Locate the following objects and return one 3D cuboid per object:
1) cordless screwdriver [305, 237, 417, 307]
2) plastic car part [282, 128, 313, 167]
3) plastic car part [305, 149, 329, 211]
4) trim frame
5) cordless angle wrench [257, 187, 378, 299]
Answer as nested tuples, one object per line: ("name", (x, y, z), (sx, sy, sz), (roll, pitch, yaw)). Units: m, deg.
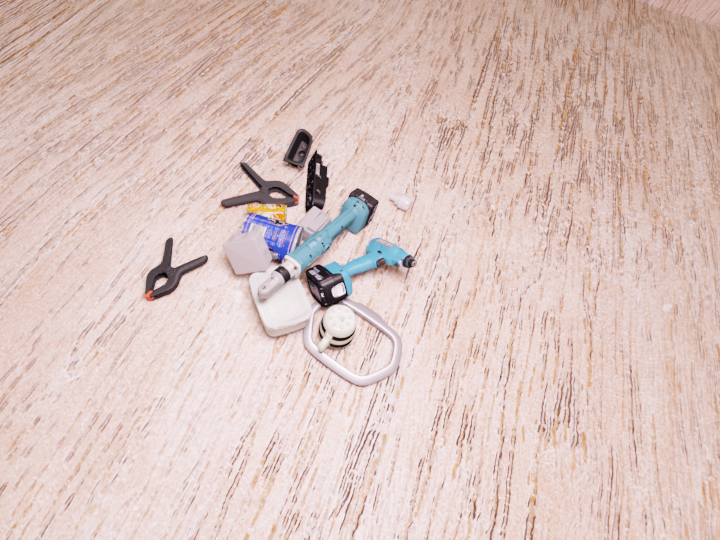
("cordless screwdriver", (0.002, 0.002, 1.024), (0.244, 0.072, 0.168), (-28, 31, -23))
("plastic car part", (-0.180, -0.355, 1.265), (0.066, 0.070, 0.117), (19, 74, 2))
("plastic car part", (-0.126, -0.247, 1.215), (0.064, 0.067, 0.208), (22, 53, -26))
("trim frame", (-0.021, 0.156, 0.992), (0.256, 0.027, 0.183), (31, 61, 15))
("cordless angle wrench", (-0.102, -0.066, 1.039), (0.077, 0.096, 0.417), (34, 51, 13))
